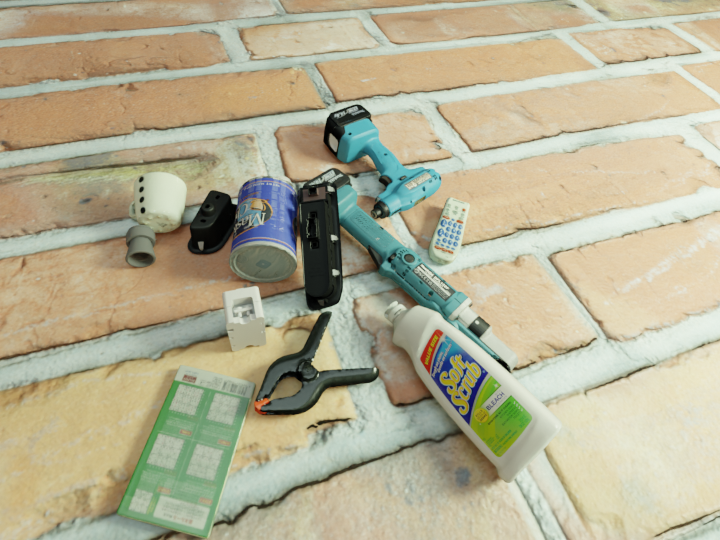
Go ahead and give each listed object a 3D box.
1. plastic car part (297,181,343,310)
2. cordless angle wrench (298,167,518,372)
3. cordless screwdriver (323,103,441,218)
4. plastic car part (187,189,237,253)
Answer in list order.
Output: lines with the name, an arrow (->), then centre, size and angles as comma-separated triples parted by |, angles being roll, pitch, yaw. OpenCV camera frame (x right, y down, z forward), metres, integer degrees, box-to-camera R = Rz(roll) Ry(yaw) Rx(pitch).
plastic car part -> -0.064, -0.042, 0.651 | 0.067, 0.066, 0.205 | -6, 82, 4
cordless angle wrench -> 0.068, -0.005, 0.675 | 0.096, 0.073, 0.440 | -35, 66, -27
cordless screwdriver -> 0.017, -0.208, 0.816 | 0.156, 0.073, 0.259 | -32, 66, -25
plastic car part -> -0.249, -0.089, 0.710 | 0.067, 0.069, 0.118 | 14, 51, 4
